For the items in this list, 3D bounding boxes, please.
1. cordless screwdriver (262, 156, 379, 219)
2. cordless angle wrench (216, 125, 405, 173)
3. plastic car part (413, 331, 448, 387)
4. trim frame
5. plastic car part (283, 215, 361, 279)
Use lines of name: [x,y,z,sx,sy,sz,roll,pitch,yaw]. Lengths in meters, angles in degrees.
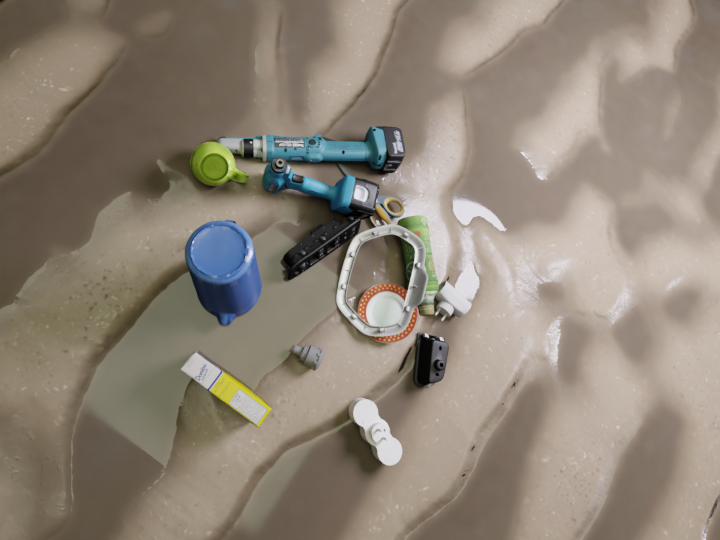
cordless screwdriver: [-0.083,-0.180,0.899,0.244,0.162,0.075,14,83,-11]
cordless angle wrench: [-0.113,-0.279,0.968,0.416,0.074,0.100,-2,68,-10]
plastic car part: [0.158,0.195,0.909,0.065,0.071,0.118,14,71,-11]
trim frame: [0.048,0.018,0.914,0.188,0.027,0.250,14,79,12]
plastic car part: [-0.090,-0.059,0.921,0.201,0.066,0.068,-42,81,-19]
